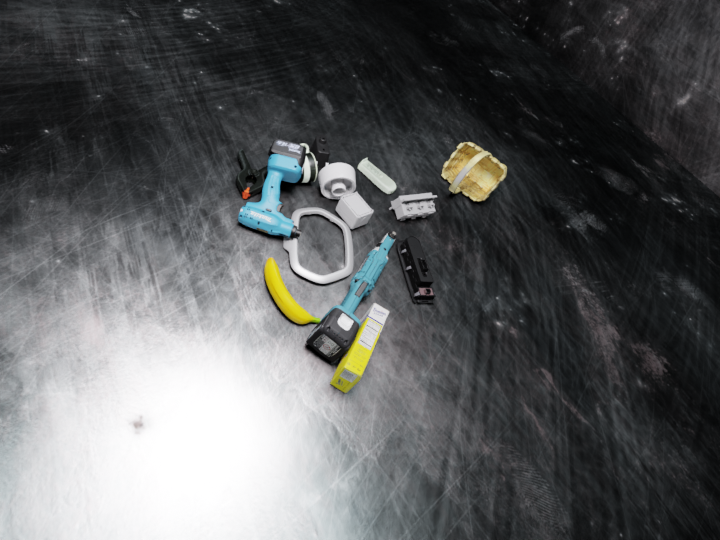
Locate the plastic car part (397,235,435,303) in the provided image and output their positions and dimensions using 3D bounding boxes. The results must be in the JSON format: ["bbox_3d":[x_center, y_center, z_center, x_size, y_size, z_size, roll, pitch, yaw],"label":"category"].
[{"bbox_3d":[0.148,-0.013,1.120,0.065,0.066,0.211,-2,51,-16],"label":"plastic car part"}]

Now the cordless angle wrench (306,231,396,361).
[{"bbox_3d":[0.006,0.031,1.017,0.074,0.099,0.422,37,44,-5],"label":"cordless angle wrench"}]

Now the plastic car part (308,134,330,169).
[{"bbox_3d":[-0.123,-0.372,1.297,0.064,0.071,0.121,4,55,-22],"label":"plastic car part"}]

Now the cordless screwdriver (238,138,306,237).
[{"bbox_3d":[-0.197,-0.207,1.089,0.159,0.074,0.251,18,70,-1],"label":"cordless screwdriver"}]

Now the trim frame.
[{"bbox_3d":[-0.107,-0.070,1.090,0.179,0.027,0.256,8,52,-16],"label":"trim frame"}]
